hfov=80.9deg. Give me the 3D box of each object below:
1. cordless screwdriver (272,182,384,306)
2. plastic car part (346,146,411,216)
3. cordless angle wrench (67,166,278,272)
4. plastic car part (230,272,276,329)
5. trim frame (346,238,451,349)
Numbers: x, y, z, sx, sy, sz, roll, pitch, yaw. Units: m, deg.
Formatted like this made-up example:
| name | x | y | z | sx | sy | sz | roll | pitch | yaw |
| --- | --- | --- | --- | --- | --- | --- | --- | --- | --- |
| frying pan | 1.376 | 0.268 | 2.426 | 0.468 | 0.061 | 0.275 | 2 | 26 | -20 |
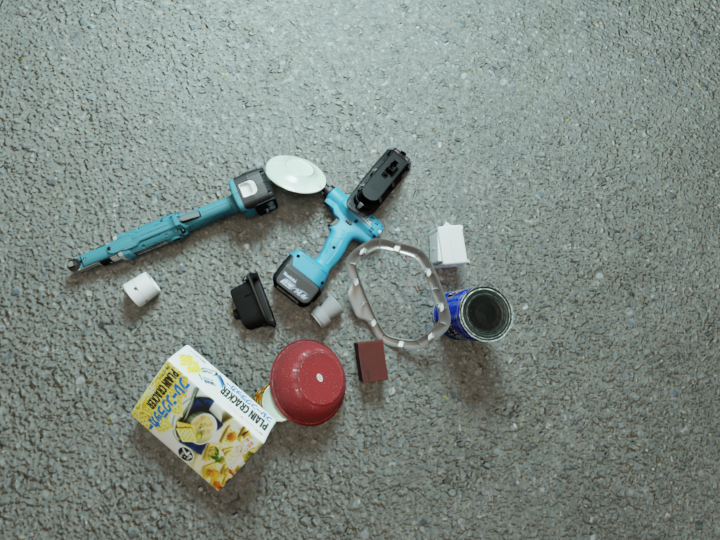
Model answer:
| name | x | y | z | sx | sy | sz | roll | pitch | yaw |
| --- | --- | --- | --- | --- | --- | --- | --- | --- | --- |
| cordless screwdriver | -0.085 | -0.055 | 0.868 | 0.160 | 0.074 | 0.247 | 42 | 75 | 3 |
| plastic car part | 0.048 | -0.191 | 0.883 | 0.065 | 0.068 | 0.202 | 42 | 63 | -9 |
| cordless angle wrench | -0.375 | -0.087 | 0.847 | 0.421 | 0.097 | 0.075 | -23 | 85 | -4 |
| plastic car part | -0.221 | 0.069 | 0.842 | 0.071 | 0.065 | 0.117 | -20 | 85 | 5 |
| trim frame | 0.067 | 0.051 | 0.812 | 0.191 | 0.027 | 0.242 | -12 | 110 | 29 |
